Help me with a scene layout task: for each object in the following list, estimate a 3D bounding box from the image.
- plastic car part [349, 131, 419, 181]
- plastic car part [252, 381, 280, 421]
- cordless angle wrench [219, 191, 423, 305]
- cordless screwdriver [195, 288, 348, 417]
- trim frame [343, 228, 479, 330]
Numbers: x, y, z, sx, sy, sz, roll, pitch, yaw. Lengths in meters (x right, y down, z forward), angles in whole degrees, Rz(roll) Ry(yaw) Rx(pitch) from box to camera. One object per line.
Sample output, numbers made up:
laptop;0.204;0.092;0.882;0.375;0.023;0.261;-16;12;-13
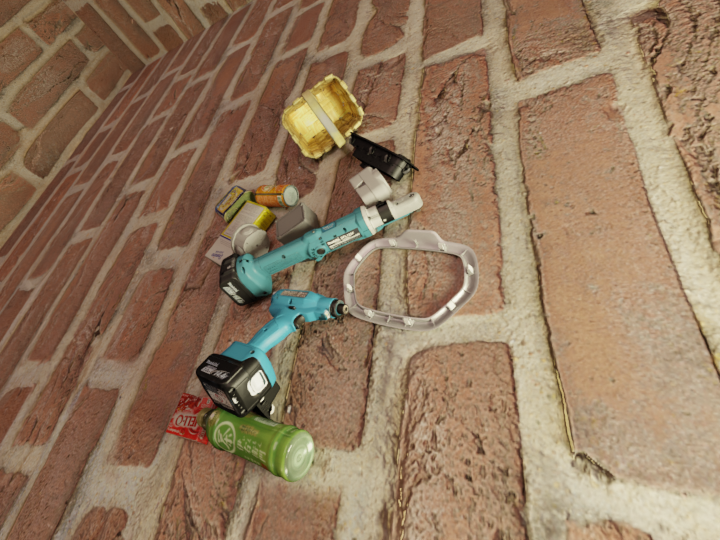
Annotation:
plastic car part;0.038;-0.242;0.910;0.067;0.062;0.215;-54;44;0
plastic car part;-0.185;0.197;0.729;0.123;0.063;0.070;11;48;42
cordless angle wrench;-0.081;-0.053;0.829;0.429;0.093;0.077;-23;43;14
cordless screwdriver;-0.136;0.120;0.697;0.167;0.071;0.246;1;35;34
trim frame;0.073;0.010;0.714;0.261;0.026;0.185;7;60;40
